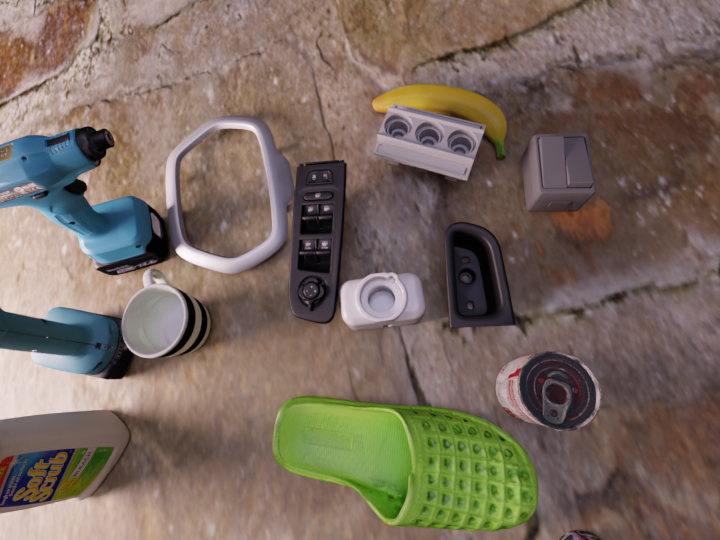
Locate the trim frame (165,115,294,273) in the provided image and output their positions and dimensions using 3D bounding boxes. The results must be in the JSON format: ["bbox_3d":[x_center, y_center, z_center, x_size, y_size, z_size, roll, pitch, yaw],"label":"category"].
[{"bbox_3d":[-0.187,-0.114,0.601,0.185,0.026,0.255,-15,70,5],"label":"trim frame"}]

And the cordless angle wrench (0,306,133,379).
[{"bbox_3d":[-0.354,0.045,0.371,0.100,0.410,0.075,9,75,8],"label":"cordless angle wrench"}]

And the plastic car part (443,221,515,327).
[{"bbox_3d":[0.126,0.010,0.483,0.067,0.069,0.119,-4,72,6],"label":"plastic car part"}]

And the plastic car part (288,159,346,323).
[{"bbox_3d":[-0.052,-0.034,0.530,0.067,0.065,0.206,1,72,7],"label":"plastic car part"}]

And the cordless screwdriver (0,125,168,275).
[{"bbox_3d":[-0.303,-0.075,0.493,0.160,0.241,0.076,-17,73,1],"label":"cordless screwdriver"}]
